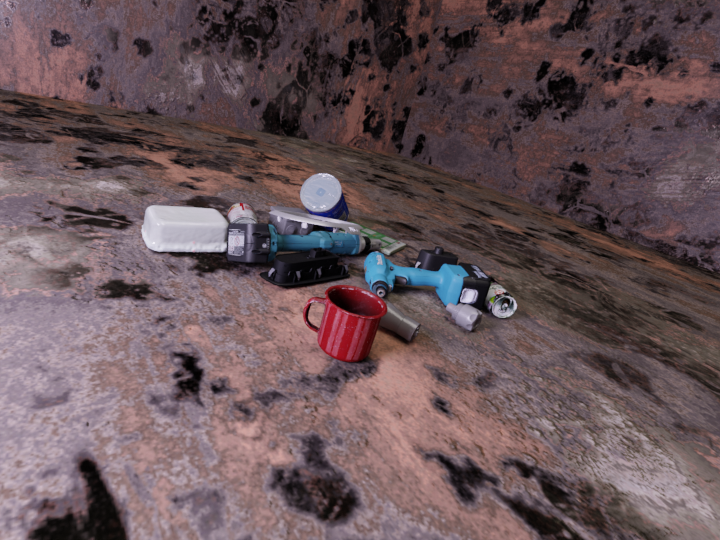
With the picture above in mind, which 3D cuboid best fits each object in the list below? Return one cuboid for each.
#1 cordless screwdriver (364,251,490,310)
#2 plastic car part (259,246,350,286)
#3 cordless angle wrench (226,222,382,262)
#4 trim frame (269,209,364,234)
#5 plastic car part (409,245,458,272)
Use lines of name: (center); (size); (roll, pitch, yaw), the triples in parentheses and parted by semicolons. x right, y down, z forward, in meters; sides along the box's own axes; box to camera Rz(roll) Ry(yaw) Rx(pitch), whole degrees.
cordless screwdriver: (0.132, 0.027, 0.859); (0.248, 0.073, 0.162); (9, 22, -2)
plastic car part: (-0.100, -0.009, 0.823); (0.195, 0.066, 0.070); (-14, 42, -45)
cordless angle wrench: (-0.091, -0.059, 0.930); (0.103, 0.074, 0.403); (5, 5, 44)
trim frame: (-0.091, -0.105, 0.926); (0.192, 0.027, 0.239); (14, 7, 23)
plastic car part: (0.185, -0.022, 1.011); (0.113, 0.070, 0.069); (10, 20, -20)
